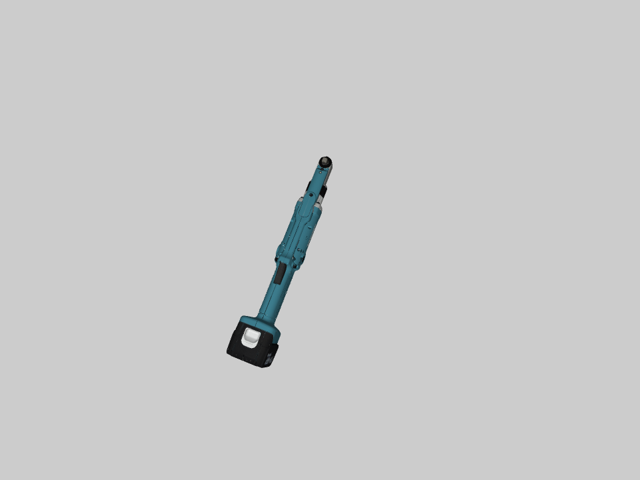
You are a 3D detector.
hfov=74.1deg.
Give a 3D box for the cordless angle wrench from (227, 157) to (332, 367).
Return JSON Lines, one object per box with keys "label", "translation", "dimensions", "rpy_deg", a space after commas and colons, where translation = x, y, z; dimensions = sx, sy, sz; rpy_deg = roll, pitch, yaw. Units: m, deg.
{"label": "cordless angle wrench", "translation": [-0.059, 0.030, 0.823], "dimensions": [0.074, 0.422, 0.098], "rpy_deg": [19, -11, 10]}
